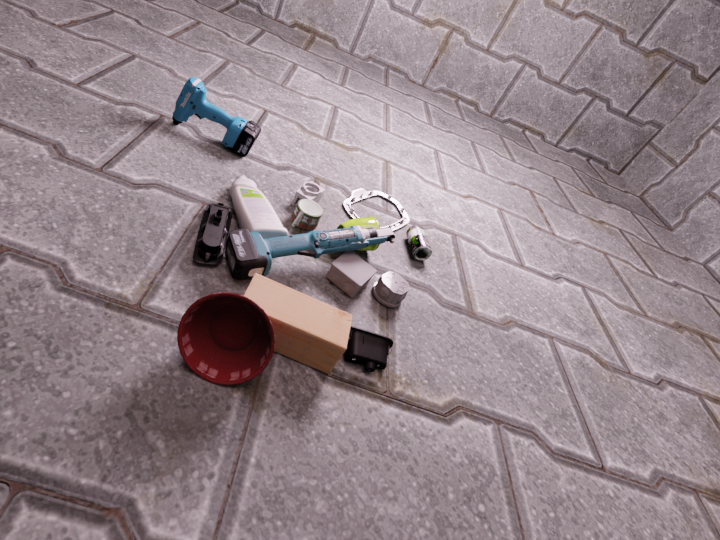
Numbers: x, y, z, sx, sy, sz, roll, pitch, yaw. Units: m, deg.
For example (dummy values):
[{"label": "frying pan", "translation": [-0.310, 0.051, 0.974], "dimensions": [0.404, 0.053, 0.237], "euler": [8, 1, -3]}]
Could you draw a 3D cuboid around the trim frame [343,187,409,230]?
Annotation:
[{"label": "trim frame", "translation": [0.053, -0.192, 1.315], "dimensions": [0.191, 0.027, 0.241], "euler": [41, 41, 20]}]

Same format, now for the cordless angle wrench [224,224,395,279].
[{"label": "cordless angle wrench", "translation": [-0.096, -0.063, 0.980], "dimensions": [0.408, 0.074, 0.102], "euler": [-10, 60, -28]}]

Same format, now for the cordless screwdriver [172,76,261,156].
[{"label": "cordless screwdriver", "translation": [-0.429, -0.431, 1.247], "dimensions": [0.241, 0.161, 0.076], "euler": [35, 38, -16]}]

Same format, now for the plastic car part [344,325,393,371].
[{"label": "plastic car part", "translation": [0.013, 0.165, 0.849], "dimensions": [0.114, 0.066, 0.072], "euler": [21, 53, -14]}]

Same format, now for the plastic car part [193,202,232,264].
[{"label": "plastic car part", "translation": [-0.325, -0.092, 0.949], "dimensions": [0.064, 0.067, 0.210], "euler": [20, 39, -23]}]
